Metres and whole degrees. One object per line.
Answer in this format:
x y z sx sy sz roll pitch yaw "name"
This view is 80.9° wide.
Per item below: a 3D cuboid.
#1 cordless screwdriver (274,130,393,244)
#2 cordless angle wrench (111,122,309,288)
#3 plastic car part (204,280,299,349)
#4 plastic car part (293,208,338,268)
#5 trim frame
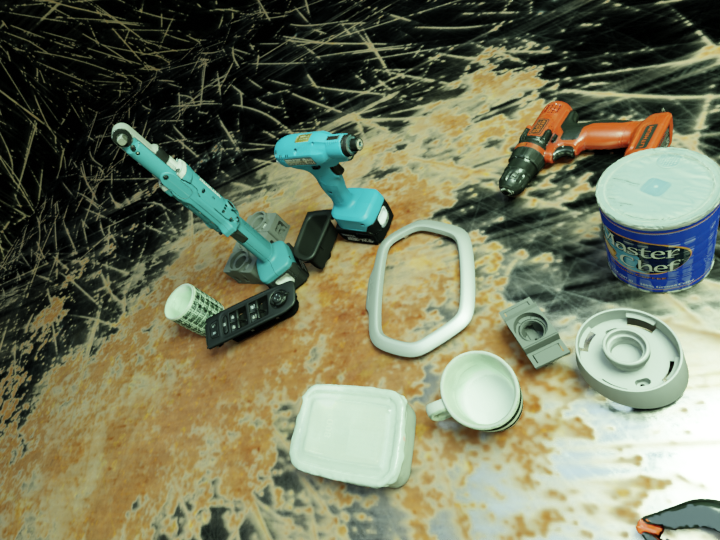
-0.018 -0.138 0.710 0.168 0.235 0.075 8 64 39 "cordless screwdriver"
-0.239 -0.093 0.719 0.075 0.399 0.103 -37 44 7 "cordless angle wrench"
-0.197 0.089 0.797 0.206 0.063 0.069 -29 46 16 "plastic car part"
-0.079 -0.052 0.812 0.069 0.067 0.118 -3 58 34 "plastic car part"
0.088 0.019 0.669 0.190 0.026 0.254 -13 53 28 "trim frame"
